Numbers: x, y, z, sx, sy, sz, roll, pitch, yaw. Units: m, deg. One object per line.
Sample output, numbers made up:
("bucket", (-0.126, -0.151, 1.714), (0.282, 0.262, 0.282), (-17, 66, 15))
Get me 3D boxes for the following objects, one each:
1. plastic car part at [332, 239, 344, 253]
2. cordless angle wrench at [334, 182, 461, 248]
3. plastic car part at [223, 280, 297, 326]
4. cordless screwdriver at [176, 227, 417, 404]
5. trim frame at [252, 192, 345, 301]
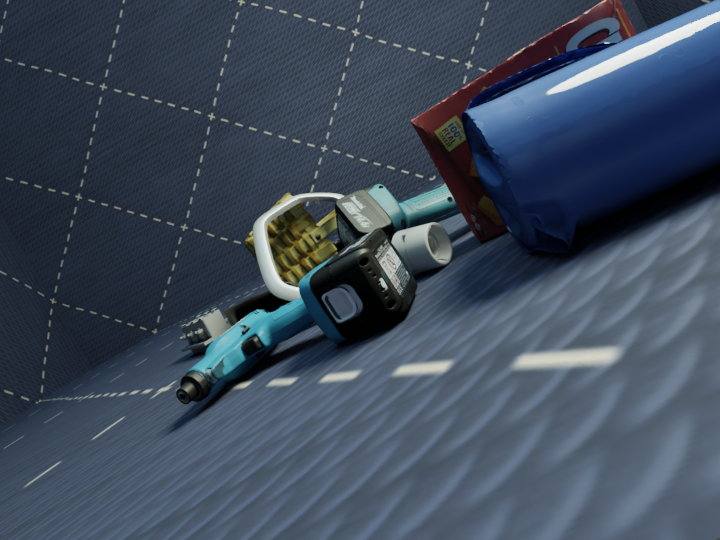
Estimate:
("plastic car part", (0.001, -0.059, 0.867), (0.210, 0.066, 0.065), (-19, 17, 35))
("cordless angle wrench", (0.171, -0.121, 0.594), (0.417, 0.103, 0.071), (-23, -43, -13))
("plastic car part", (-0.151, 0.069, 0.677), (0.114, 0.067, 0.071), (-28, -9, -18))
("cordless screwdriver", (-0.072, 0.056, 0.435), (0.254, 0.074, 0.157), (-29, 7, 29))
("trim frame", (-0.060, -0.039, 0.615), (0.182, 0.026, 0.261), (-17, 44, -9))
